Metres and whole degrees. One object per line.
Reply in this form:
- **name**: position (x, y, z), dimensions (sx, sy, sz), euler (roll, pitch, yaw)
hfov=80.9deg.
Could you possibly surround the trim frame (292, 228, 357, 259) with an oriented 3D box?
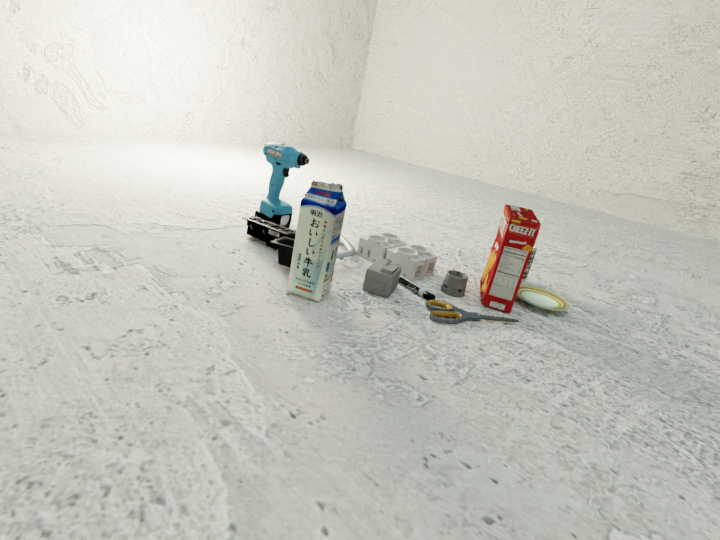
- **trim frame**: position (-0.112, -0.074, 1.150), dimensions (0.179, 0.027, 0.259), euler (2, 23, -19)

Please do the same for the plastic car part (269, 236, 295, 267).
- **plastic car part**: position (-0.145, -0.029, 0.965), dimensions (0.121, 0.070, 0.064), euler (19, 22, 23)

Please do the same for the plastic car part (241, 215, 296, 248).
- **plastic car part**: position (-0.236, -0.098, 1.108), dimensions (0.214, 0.066, 0.063), euler (26, 25, 36)

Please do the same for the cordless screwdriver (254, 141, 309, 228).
- **cordless screwdriver**: position (-0.220, -0.227, 1.194), dimensions (0.168, 0.245, 0.071), euler (25, 24, 35)
